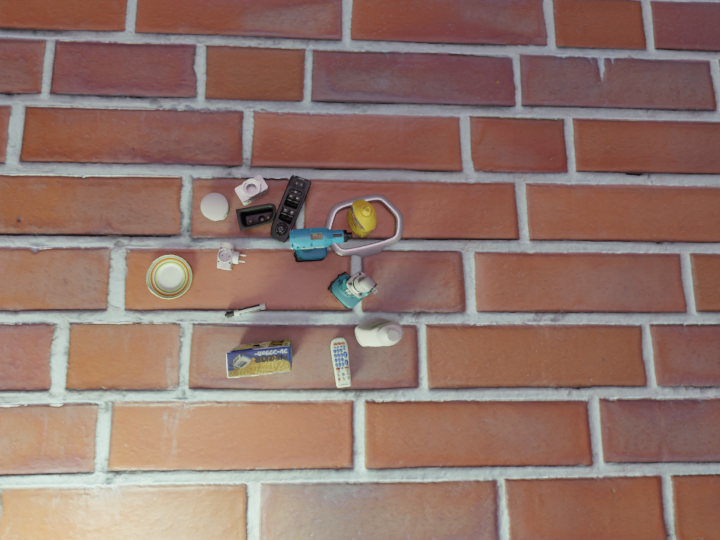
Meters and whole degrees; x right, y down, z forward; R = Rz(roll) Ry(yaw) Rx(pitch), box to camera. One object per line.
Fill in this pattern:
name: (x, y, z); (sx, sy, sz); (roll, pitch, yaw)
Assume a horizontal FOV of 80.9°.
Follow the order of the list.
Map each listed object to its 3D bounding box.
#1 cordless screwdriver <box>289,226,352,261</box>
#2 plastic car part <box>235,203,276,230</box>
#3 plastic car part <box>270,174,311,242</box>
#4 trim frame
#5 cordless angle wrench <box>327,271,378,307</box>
cordless screwdriver: (-0.114, -0.075, 1.170); (0.158, 0.249, 0.075); (-4, 85, -7)
plastic car part: (-0.305, -0.157, 1.262); (0.116, 0.071, 0.066); (-13, 85, -6)
plastic car part: (-0.214, -0.181, 1.272); (0.066, 0.067, 0.203); (21, 81, -3)
trim frame: (0.010, -0.135, 1.297); (0.247, 0.027, 0.186); (-15, 83, -5)
cordless angle wrench: (-0.016, 0.043, 1.070); (0.074, 0.424, 0.098); (-44, 92, -10)
